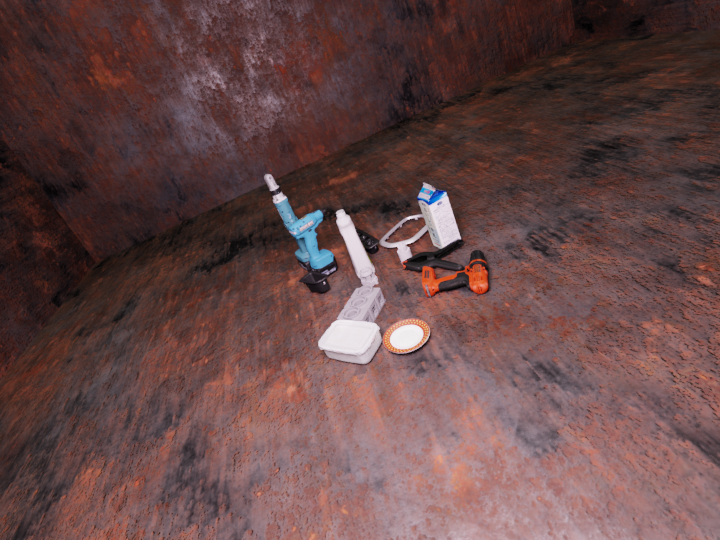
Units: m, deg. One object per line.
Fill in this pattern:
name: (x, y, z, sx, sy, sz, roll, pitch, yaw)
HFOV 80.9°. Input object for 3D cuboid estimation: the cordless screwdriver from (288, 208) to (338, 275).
cordless screwdriver: (-0.157, -0.103, 1.608, 0.157, 0.239, 0.078, -35, 27, -20)

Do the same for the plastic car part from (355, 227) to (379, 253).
plastic car part: (0.007, -0.113, 1.677, 0.065, 0.064, 0.214, -34, 29, -17)

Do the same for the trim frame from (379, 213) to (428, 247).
trim frame: (0.181, -0.155, 1.650, 0.194, 0.026, 0.245, 7, 42, 45)

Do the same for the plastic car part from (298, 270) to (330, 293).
plastic car part: (-0.156, 0.050, 1.532, 0.123, 0.068, 0.065, 10, 43, 47)

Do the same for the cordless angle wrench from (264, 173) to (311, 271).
cordless angle wrench: (-0.275, -0.190, 1.670, 0.073, 0.407, 0.103, -33, 27, -20)
